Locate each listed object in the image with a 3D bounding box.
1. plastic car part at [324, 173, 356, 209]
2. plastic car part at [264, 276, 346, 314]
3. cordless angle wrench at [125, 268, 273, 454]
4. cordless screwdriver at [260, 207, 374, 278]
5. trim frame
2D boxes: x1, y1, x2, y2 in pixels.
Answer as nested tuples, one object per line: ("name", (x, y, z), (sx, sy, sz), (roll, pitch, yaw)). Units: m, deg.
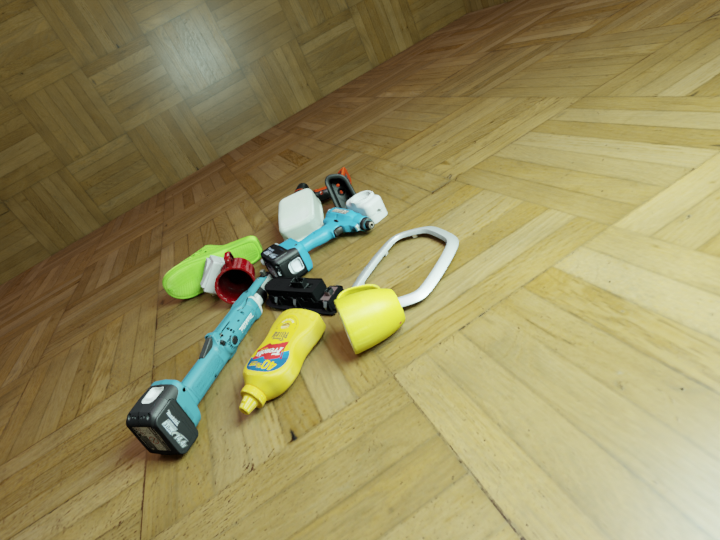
("plastic car part", (-0.047, -0.199, 1.107), (0.066, 0.116, 0.071), (-27, 3, 3))
("plastic car part", (-0.124, 0.045, 0.840), (0.212, 0.064, 0.066), (-3, 44, 42))
("cordless angle wrench", (-0.259, 0.134, 0.800), (0.077, 0.094, 0.425), (-14, 29, 25))
("cordless screwdriver", (-0.094, -0.062, 0.965), (0.245, 0.071, 0.168), (-38, 30, -23))
("trim frame", (0.076, -0.006, 0.779), (0.193, 0.026, 0.247), (2, 43, 40))
